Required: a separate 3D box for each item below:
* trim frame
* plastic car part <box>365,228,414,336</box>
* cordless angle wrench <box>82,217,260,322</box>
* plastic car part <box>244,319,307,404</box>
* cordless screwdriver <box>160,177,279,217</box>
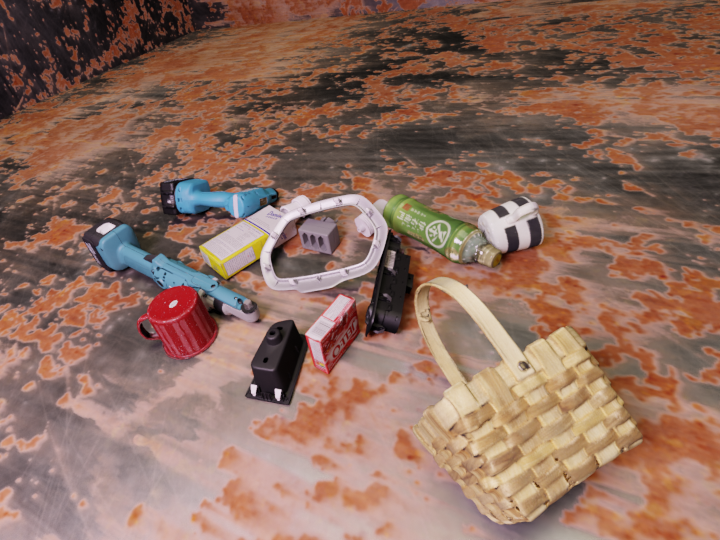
[{"bbox_3d":[-0.073,-0.048,0.743,0.256,0.026,0.189,-10,62,21],"label":"trim frame"},{"bbox_3d":[0.046,0.026,0.669,0.067,0.065,0.205,22,44,-1],"label":"plastic car part"},{"bbox_3d":[-0.350,0.006,0.778,0.443,0.094,0.074,20,49,27],"label":"cordless angle wrench"},{"bbox_3d":[-0.118,0.116,0.596,0.068,0.068,0.118,3,46,15],"label":"plastic car part"},{"bbox_3d":[-0.319,-0.168,0.962,0.258,0.073,0.156,8,21,22],"label":"cordless screwdriver"}]
